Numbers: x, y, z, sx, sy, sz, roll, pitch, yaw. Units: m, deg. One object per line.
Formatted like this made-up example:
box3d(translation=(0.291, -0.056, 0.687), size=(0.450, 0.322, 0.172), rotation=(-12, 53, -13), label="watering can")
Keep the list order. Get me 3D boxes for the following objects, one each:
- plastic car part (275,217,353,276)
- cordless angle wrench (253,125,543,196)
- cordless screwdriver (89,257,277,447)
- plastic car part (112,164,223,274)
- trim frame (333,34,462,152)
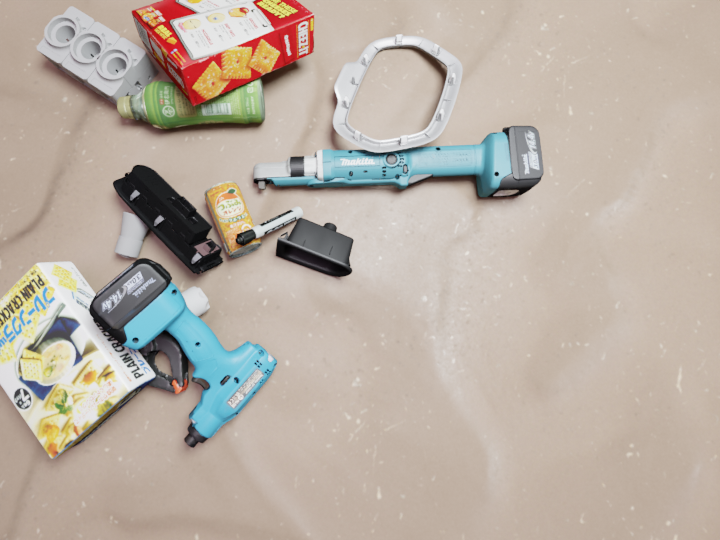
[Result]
box3d(translation=(-0.062, -0.041, 0.635), size=(0.116, 0.065, 0.072), rotation=(18, 68, -2), label="plastic car part")
box3d(translation=(0.046, -0.159, 0.646), size=(0.424, 0.073, 0.099), rotation=(-2, 82, 2), label="cordless angle wrench")
box3d(translation=(-0.245, 0.110, 0.559), size=(0.240, 0.077, 0.158), rotation=(46, 76, -20), label="cordless screwdriver")
box3d(translation=(-0.284, -0.086, 0.625), size=(0.207, 0.065, 0.067), rotation=(40, 125, 9), label="plastic car part")
box3d(translation=(0.054, -0.281, 0.653), size=(0.189, 0.026, 0.250), rotation=(16, 69, 15), label="trim frame")
